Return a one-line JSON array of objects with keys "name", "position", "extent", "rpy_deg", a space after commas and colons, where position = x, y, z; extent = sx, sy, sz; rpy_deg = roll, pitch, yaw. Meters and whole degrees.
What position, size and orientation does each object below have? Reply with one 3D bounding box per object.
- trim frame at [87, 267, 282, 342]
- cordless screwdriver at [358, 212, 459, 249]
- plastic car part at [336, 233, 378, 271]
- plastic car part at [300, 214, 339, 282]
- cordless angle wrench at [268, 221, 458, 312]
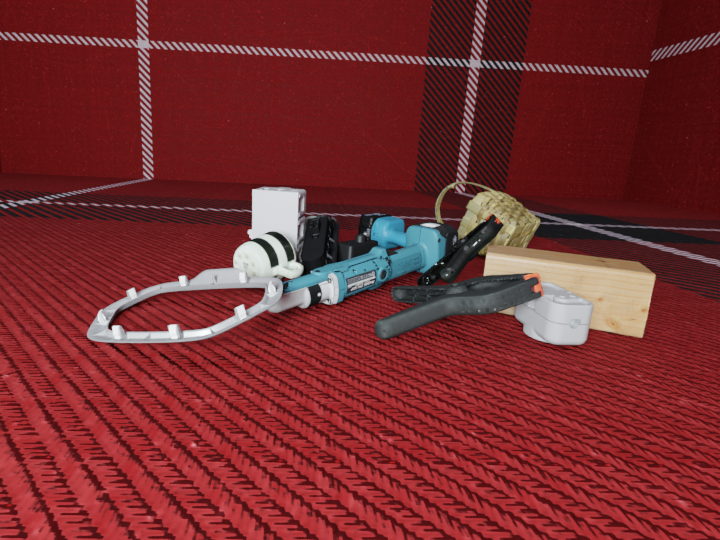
[{"name": "trim frame", "position": [-0.216, 0.039, 0.525], "extent": [0.255, 0.027, 0.183], "rpy_deg": [-5, 20, 17]}, {"name": "cordless screwdriver", "position": [0.122, -0.075, 0.993], "extent": [0.152, 0.073, 0.263], "rpy_deg": [-10, 24, -41]}, {"name": "plastic car part", "position": [-0.007, -0.035, 0.826], "extent": [0.070, 0.070, 0.112], "rpy_deg": [17, 23, 40]}, {"name": "plastic car part", "position": [-0.076, -0.049, 0.773], "extent": [0.067, 0.064, 0.209], "rpy_deg": [-4, 39, 3]}, {"name": "cordless angle wrench", "position": [0.018, -0.002, 0.699], "extent": [0.078, 0.096, 0.407], "rpy_deg": [16, 25, 42]}]
